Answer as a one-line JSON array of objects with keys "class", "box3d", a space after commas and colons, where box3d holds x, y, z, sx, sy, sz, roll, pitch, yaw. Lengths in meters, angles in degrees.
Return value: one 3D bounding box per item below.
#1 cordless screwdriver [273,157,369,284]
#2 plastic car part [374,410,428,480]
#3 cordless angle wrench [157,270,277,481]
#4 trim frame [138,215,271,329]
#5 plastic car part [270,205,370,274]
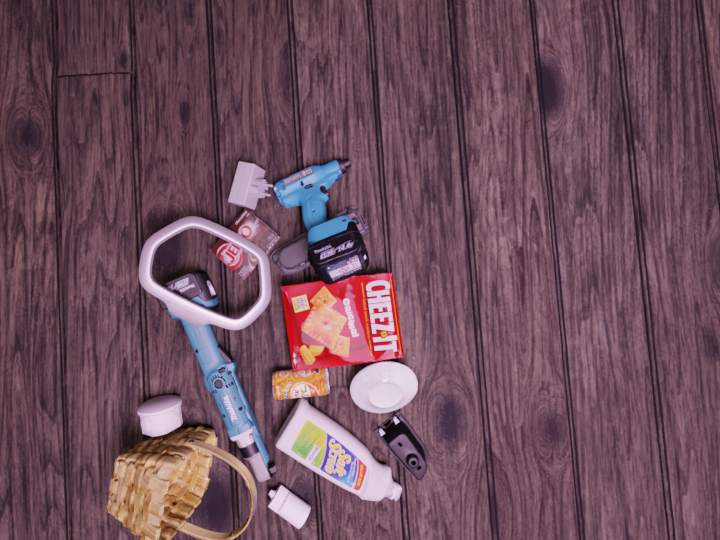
[{"class": "cordless screwdriver", "box3d": [-0.053, -0.106, 0.774, 0.159, 0.071, 0.261, -27, 54, -1]}, {"class": "plastic car part", "box3d": [0.089, 0.341, 0.799, 0.066, 0.070, 0.118, -39, 86, 0]}, {"class": "cordless angle wrench", "box3d": [-0.267, 0.209, 0.817, 0.098, 0.074, 0.423, -23, 89, -2]}, {"class": "trim frame", "box3d": [-0.281, 0.006, 0.781, 0.243, 0.028, 0.185, 27, 73, -12]}, {"class": "plastic car part", "box3d": [-0.081, -0.053, 0.829, 0.203, 0.067, 0.066, -28, 97, 2]}]
